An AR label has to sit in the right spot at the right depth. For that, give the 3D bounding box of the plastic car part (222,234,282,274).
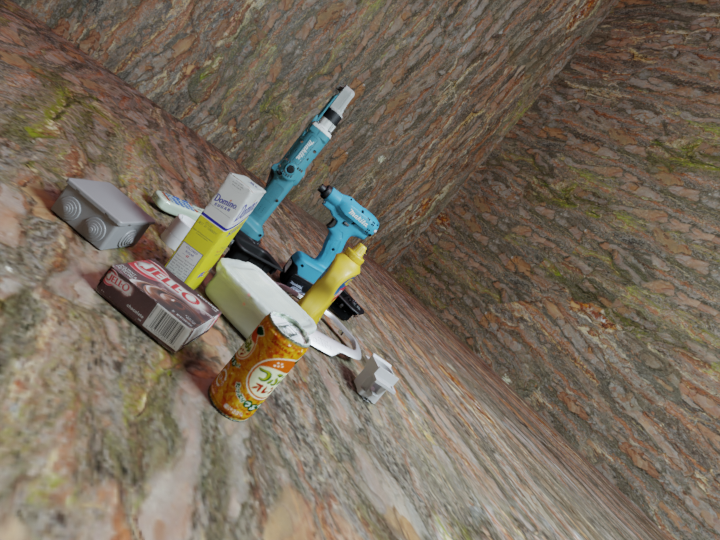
[{"bbox_3d":[-0.208,-0.014,0.761,0.069,0.071,0.110,44,8,34],"label":"plastic car part"}]

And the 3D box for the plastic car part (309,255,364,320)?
[{"bbox_3d":[-0.079,0.052,1.055,0.207,0.067,0.065,40,7,9],"label":"plastic car part"}]

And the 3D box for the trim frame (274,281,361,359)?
[{"bbox_3d":[-0.095,0.097,0.825,0.237,0.027,0.192,36,7,-27],"label":"trim frame"}]

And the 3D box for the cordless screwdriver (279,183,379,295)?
[{"bbox_3d":[-0.092,-0.060,0.940,0.153,0.249,0.077,37,7,-20],"label":"cordless screwdriver"}]

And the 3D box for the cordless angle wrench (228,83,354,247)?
[{"bbox_3d":[-0.153,-0.219,0.914,0.096,0.423,0.075,39,7,-10],"label":"cordless angle wrench"}]
